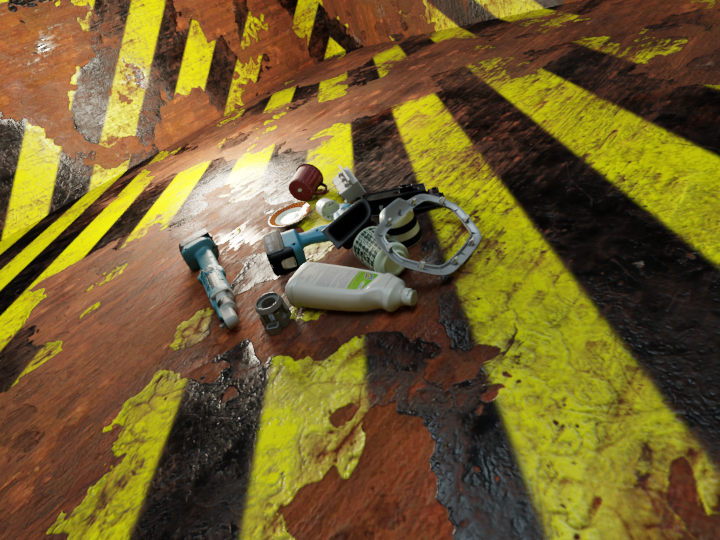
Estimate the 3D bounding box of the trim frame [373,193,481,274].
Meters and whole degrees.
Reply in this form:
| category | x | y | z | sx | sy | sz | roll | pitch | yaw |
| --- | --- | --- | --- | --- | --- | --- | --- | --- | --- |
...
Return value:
| category | x | y | z | sx | sy | sz | roll | pitch | yaw |
| --- | --- | --- | --- | --- | --- | --- | --- | --- | --- |
| trim frame | 0.134 | -0.080 | 0.835 | 0.191 | 0.027 | 0.244 | 34 | 52 | 20 |

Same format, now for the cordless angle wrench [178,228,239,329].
| category | x | y | z | sx | sy | sz | roll | pitch | yaw |
| --- | --- | --- | --- | --- | --- | --- | --- | --- | --- |
| cordless angle wrench | -0.365 | 0.018 | 1.043 | 0.097 | 0.071 | 0.447 | -32 | 37 | -13 |

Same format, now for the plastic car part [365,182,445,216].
| category | x | y | z | sx | sy | sz | roll | pitch | yaw |
| --- | --- | --- | --- | --- | --- | --- | --- | --- | --- |
| plastic car part | 0.097 | -0.172 | 1.023 | 0.207 | 0.064 | 0.068 | -12 | 41 | 15 |

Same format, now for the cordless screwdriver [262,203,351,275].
| category | x | y | z | sx | sy | sz | roll | pitch | yaw |
| --- | --- | --- | --- | --- | --- | --- | --- | --- | --- |
| cordless screwdriver | -0.097 | -0.063 | 0.990 | 0.247 | 0.071 | 0.168 | -24 | 43 | -7 |

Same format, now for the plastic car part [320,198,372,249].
| category | x | y | z | sx | sy | sz | roll | pitch | yaw |
| --- | --- | --- | --- | --- | --- | --- | --- | --- | --- |
| plastic car part | -0.015 | -0.090 | 0.915 | 0.116 | 0.067 | 0.069 | -40 | 58 | -4 |
